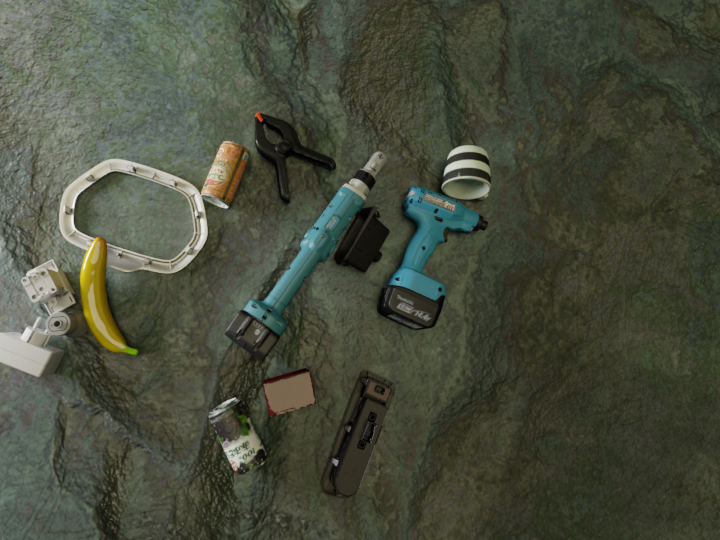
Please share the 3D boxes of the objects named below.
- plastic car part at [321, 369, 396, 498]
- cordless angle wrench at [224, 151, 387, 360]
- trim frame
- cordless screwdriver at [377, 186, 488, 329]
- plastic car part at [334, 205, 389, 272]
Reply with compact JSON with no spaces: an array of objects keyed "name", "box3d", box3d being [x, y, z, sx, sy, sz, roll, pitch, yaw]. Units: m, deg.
[{"name":"plastic car part","box3d":[0.002,0.273,0.685,0.065,0.068,0.203,26,80,-13]},{"name":"cordless angle wrench","box3d":[-0.071,-0.046,0.721,0.074,0.098,0.422,34,73,-1]},{"name":"trim frame","box3d":[-0.383,-0.091,0.718,0.246,0.028,0.185,19,78,-6]},{"name":"cordless screwdriver","box3d":[0.131,-0.017,0.751,0.158,0.074,0.251,19,74,-5]},{"name":"plastic car part","box3d":[0.009,-0.047,0.750,0.069,0.068,0.117,30,80,-19]}]
